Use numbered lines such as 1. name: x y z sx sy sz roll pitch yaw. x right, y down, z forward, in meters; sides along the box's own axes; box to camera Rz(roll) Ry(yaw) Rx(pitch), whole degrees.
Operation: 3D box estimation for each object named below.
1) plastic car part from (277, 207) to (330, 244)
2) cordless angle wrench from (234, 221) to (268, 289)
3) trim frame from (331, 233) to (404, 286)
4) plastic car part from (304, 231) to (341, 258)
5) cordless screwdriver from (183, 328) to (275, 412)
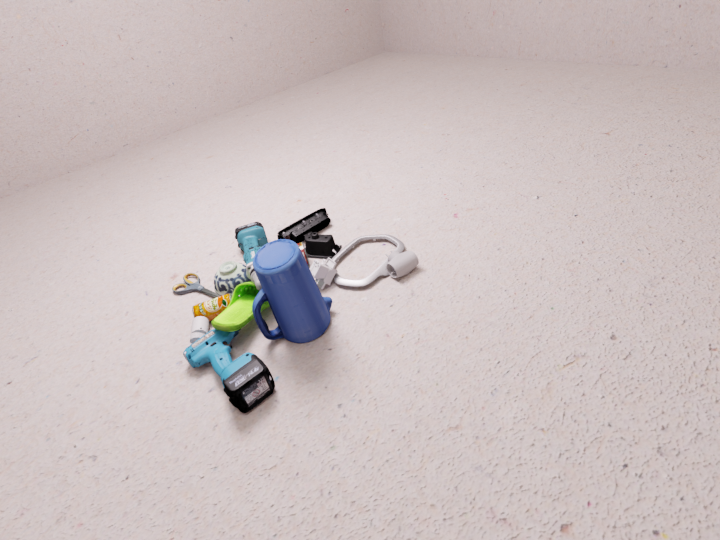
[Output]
1. plastic car part: -0.173 -0.138 1.371 0.071 0.064 0.199 32 56 32
2. cordless angle wrench: -0.302 -0.041 1.208 0.097 0.072 0.441 -19 26 -10
3. trim frame: 0.016 -0.033 1.199 0.194 0.026 0.245 17 45 36
4. plastic car part: -0.124 -0.081 1.273 0.121 0.068 0.066 6 38 20
5. cordless screwdriver: -0.284 0.199 0.964 0.156 0.071 0.263 -37 39 -29
